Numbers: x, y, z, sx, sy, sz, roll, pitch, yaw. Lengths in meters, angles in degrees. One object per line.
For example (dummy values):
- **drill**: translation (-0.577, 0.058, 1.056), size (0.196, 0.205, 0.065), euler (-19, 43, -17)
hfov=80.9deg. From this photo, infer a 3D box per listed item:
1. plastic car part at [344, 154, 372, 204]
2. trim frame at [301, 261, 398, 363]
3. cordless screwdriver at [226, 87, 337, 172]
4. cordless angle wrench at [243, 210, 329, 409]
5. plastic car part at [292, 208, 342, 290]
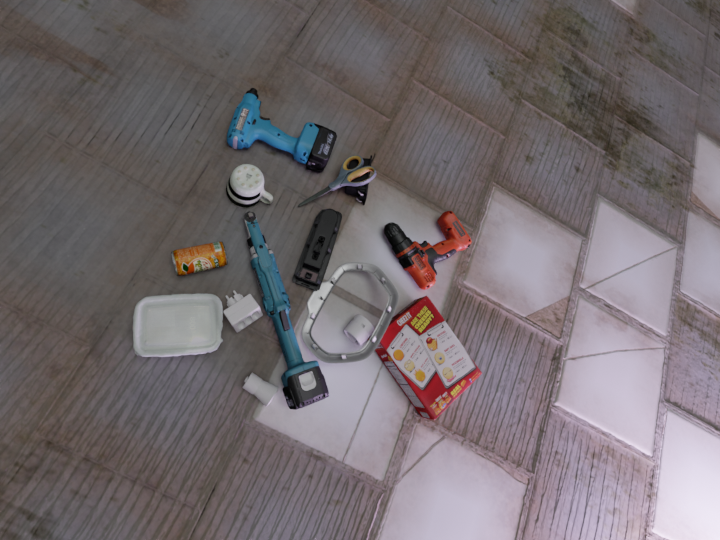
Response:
- **plastic car part**: translation (-0.011, -0.230, 1.045), size (0.071, 0.065, 0.118), euler (6, 70, -2)
- **trim frame**: translation (-0.026, 0.086, 0.925), size (0.192, 0.026, 0.249), euler (21, 68, 23)
- **cordless screwdriver**: translation (-0.182, -0.340, 1.018), size (0.245, 0.074, 0.161), euler (16, 71, -8)
- **cordless angle wrench**: translation (-0.177, 0.069, 0.894), size (0.072, 0.098, 0.432), euler (-15, 75, -22)
- **plastic car part**: translation (-0.094, -0.062, 0.966), size (0.067, 0.066, 0.205), euler (16, 66, 4)
